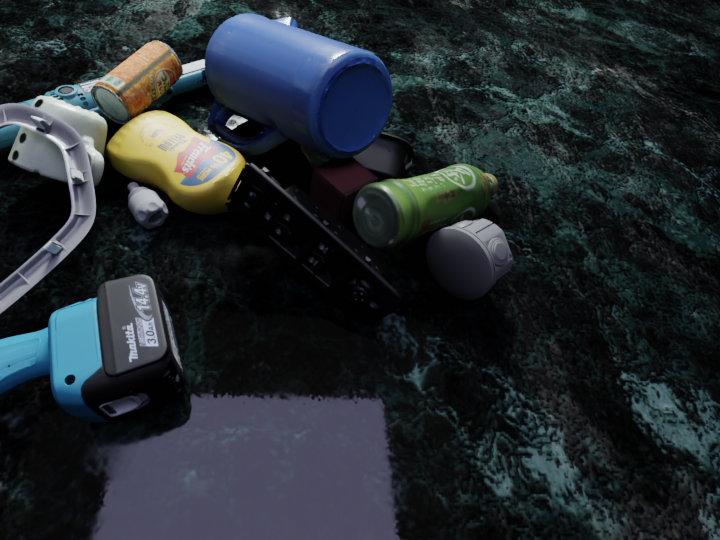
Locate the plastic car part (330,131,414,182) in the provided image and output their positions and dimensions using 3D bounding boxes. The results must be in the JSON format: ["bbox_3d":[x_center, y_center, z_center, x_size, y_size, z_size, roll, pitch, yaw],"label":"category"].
[{"bbox_3d":[0.010,-0.138,0.549,0.116,0.065,0.072,16,68,-2],"label":"plastic car part"}]

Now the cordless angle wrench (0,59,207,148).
[{"bbox_3d":[-0.361,-0.200,0.528,0.102,0.073,0.415,40,55,18],"label":"cordless angle wrench"}]

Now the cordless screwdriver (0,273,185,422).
[{"bbox_3d":[-0.263,0.099,0.315,0.244,0.072,0.166,-13,57,-14],"label":"cordless screwdriver"}]

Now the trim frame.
[{"bbox_3d":[-0.361,-0.049,0.385,0.187,0.027,0.247,44,81,7],"label":"trim frame"}]

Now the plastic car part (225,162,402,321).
[{"bbox_3d":[-0.043,-0.028,0.437,0.205,0.067,0.066,43,30,6],"label":"plastic car part"}]
